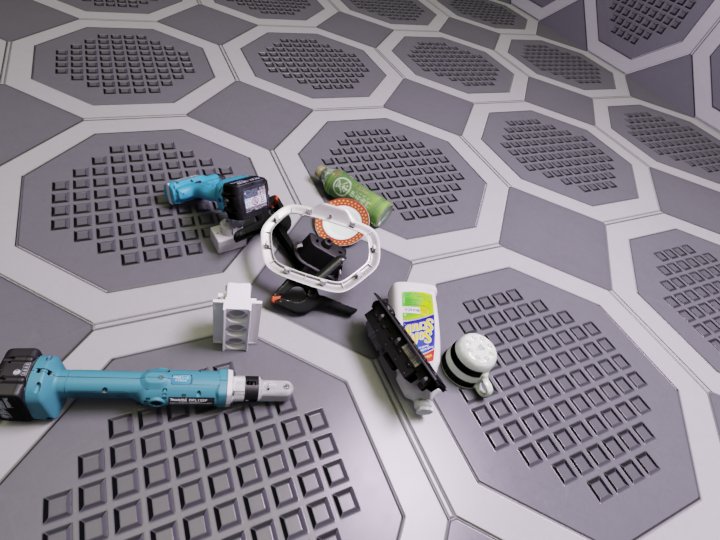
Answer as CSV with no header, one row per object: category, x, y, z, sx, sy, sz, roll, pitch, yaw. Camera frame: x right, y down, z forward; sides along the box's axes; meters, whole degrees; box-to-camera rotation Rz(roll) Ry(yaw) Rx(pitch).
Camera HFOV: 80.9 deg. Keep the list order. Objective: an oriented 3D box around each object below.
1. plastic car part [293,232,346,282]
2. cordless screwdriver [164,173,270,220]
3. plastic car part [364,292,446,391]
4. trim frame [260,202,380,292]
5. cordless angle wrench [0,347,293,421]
plastic car part,-0.077,-0.038,0.892,0.113,0.072,0.067,30,42,-17
cordless screwdriver,-0.300,-0.178,0.937,0.262,0.072,0.155,13,30,34
plastic car part,0.067,0.129,0.741,0.062,0.067,0.213,34,21,-50
trim frame,-0.083,-0.054,0.845,0.255,0.027,0.185,17,62,13
cordless angle wrench,-0.312,0.180,0.651,0.413,0.096,0.077,5,45,-14
